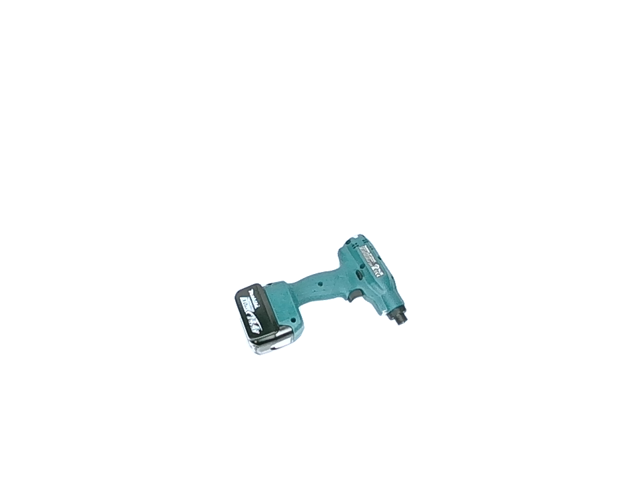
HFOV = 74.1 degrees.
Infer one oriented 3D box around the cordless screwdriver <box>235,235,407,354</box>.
[{"bbox_3d":[0.004,0.103,0.659,0.248,0.159,0.074,-23,-24,-16],"label":"cordless screwdriver"}]
